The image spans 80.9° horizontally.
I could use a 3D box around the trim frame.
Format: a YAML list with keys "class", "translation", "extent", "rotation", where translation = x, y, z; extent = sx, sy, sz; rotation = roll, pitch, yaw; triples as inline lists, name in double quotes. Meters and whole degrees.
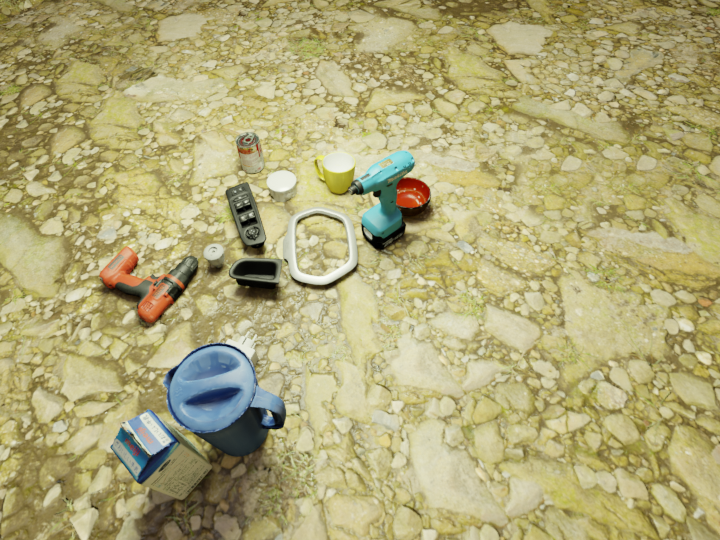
- class: "trim frame"
  translation: [-0.103, -0.067, 1.049]
  extent: [0.184, 0.026, 0.257]
  rotation: [-7, 54, -2]

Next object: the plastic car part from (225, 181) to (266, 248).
- class: "plastic car part"
  translation: [-0.290, -0.133, 1.085]
  extent: [0.065, 0.065, 0.213]
  rotation: [-19, 55, -12]

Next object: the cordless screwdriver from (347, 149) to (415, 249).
- class: "cordless screwdriver"
  translation: [0.039, -0.146, 0.964]
  extent: [0.157, 0.241, 0.078]
  rotation: [-31, 61, -20]

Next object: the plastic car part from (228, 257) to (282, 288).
- class: "plastic car part"
  translation: [-0.237, 0.014, 0.973]
  extent: [0.117, 0.068, 0.068]
  rotation: [2, 55, 4]
